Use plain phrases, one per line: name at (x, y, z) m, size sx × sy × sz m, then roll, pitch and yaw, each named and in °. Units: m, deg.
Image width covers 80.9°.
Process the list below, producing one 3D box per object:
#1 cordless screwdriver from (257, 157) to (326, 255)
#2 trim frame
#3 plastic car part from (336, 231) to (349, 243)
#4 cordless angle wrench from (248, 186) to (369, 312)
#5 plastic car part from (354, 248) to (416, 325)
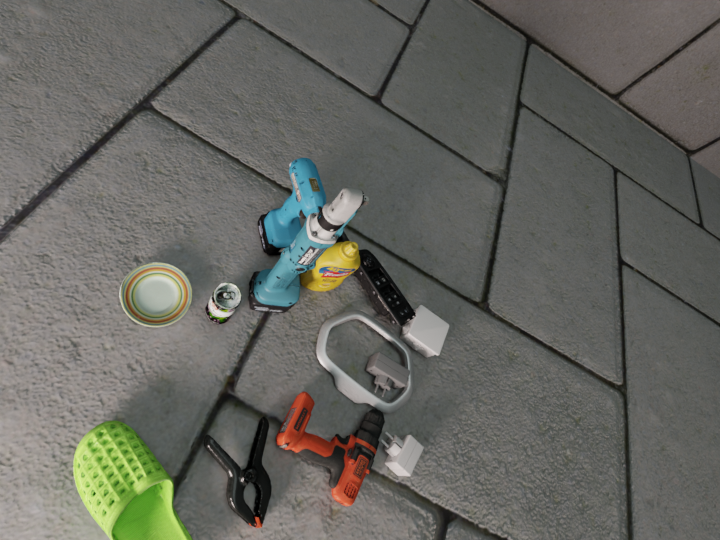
cordless screwdriver at (-0.137, -0.099, 0.878) m, size 0.071 × 0.251 × 0.163 m, roll -7°, pitch 70°, yaw -31°
trim frame at (0.014, 0.195, 0.926) m, size 0.247 × 0.028 × 0.183 m, roll 37°, pitch 55°, yaw -2°
plastic car part at (-0.096, -0.063, 0.987) m, size 0.113 × 0.071 × 0.067 m, roll -27°, pitch 80°, yaw -34°
cordless angle wrench at (-0.105, -0.025, 0.745) m, size 0.094 × 0.428 × 0.076 m, roll 10°, pitch 63°, yaw -25°
plastic car part at (0.044, 0.040, 0.999) m, size 0.064 × 0.067 × 0.207 m, roll -23°, pitch 76°, yaw -34°
